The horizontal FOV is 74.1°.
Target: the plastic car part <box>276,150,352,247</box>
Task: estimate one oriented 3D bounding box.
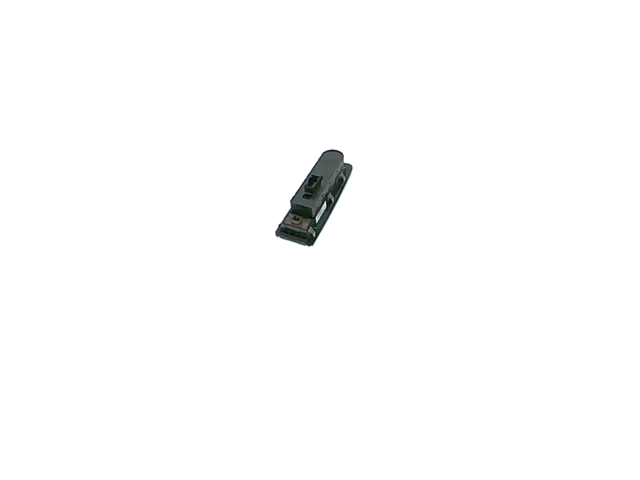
[{"bbox_3d":[-0.006,-0.084,0.704,0.066,0.067,0.202,11,47,22],"label":"plastic car part"}]
